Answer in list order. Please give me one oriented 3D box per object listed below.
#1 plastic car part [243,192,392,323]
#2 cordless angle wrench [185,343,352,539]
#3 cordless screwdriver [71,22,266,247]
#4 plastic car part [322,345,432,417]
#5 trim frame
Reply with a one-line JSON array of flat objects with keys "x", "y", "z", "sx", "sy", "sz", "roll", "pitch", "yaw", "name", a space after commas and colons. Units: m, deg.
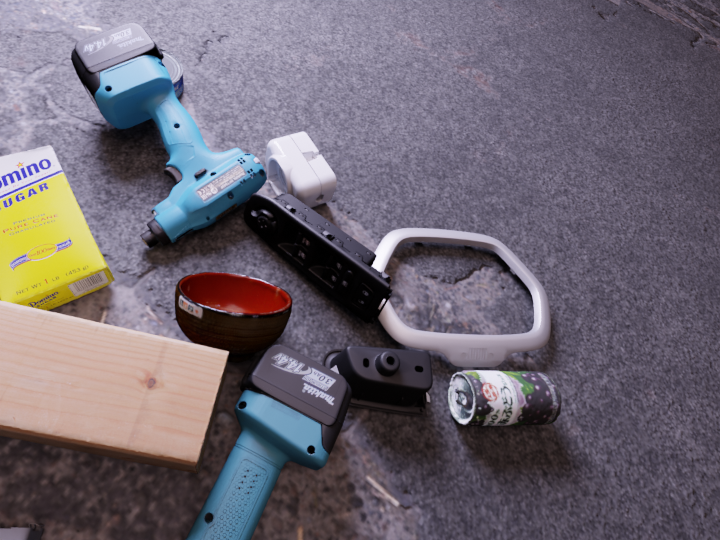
[{"x": -0.048, "y": -0.031, "z": 0.487, "sx": 0.209, "sy": 0.065, "sz": 0.066, "roll": 33, "pitch": 51, "yaw": 14, "name": "plastic car part"}, {"x": -0.129, "y": 0.261, "z": 0.302, "sx": 0.098, "sy": 0.074, "sz": 0.425, "roll": 25, "pitch": 59, "yaw": -1, "name": "cordless angle wrench"}, {"x": -0.246, "y": -0.155, "z": 0.499, "sx": 0.157, "sy": 0.075, "sz": 0.250, "roll": -39, "pitch": 87, "yaw": -20, "name": "cordless screwdriver"}, {"x": 0.025, "y": 0.104, "z": 0.431, "sx": 0.114, "sy": 0.071, "sz": 0.068, "roll": 11, "pitch": 56, "yaw": -13, "name": "plastic car part"}, {"x": 0.123, "y": 0.026, "z": 0.525, "sx": 0.242, "sy": 0.027, "sz": 0.190, "roll": 3, "pitch": 56, "yaw": -15, "name": "trim frame"}]
